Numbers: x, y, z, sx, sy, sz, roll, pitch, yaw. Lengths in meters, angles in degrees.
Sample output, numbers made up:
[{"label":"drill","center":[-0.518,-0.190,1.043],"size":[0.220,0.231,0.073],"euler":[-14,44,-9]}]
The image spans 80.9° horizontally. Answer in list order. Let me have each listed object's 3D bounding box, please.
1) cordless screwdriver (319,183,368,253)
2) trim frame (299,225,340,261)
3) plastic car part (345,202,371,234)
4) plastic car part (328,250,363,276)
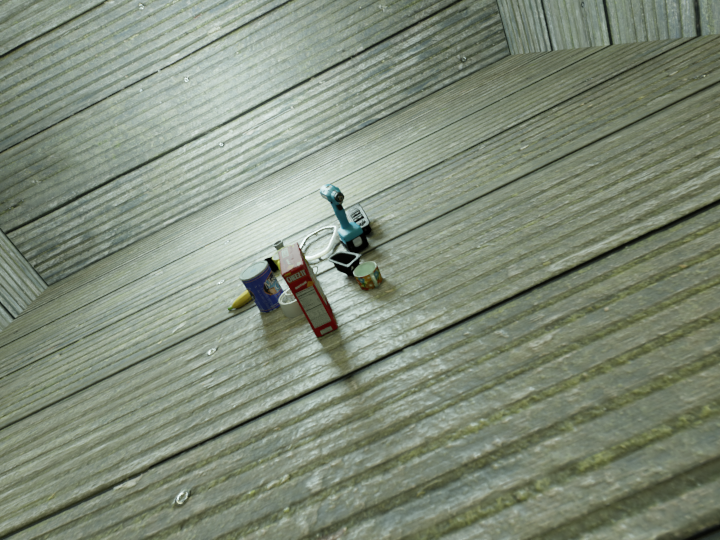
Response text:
[{"label":"cordless screwdriver","center":[-0.051,-0.171,1.418],"size":[0.074,0.240,0.166],"euler":[-30,24,-10]},{"label":"trim frame","center":[-0.160,-0.105,1.638],"size":[0.189,0.026,0.251],"euler":[-16,29,21]},{"label":"plastic car part","center":[-0.003,-0.186,1.596],"size":[0.066,0.064,0.210],"euler":[-26,26,1]},{"label":"plastic car part","center":[-0.041,-0.015,1.326],"size":[0.065,0.068,0.122],"euler":[-39,28,-26]}]
